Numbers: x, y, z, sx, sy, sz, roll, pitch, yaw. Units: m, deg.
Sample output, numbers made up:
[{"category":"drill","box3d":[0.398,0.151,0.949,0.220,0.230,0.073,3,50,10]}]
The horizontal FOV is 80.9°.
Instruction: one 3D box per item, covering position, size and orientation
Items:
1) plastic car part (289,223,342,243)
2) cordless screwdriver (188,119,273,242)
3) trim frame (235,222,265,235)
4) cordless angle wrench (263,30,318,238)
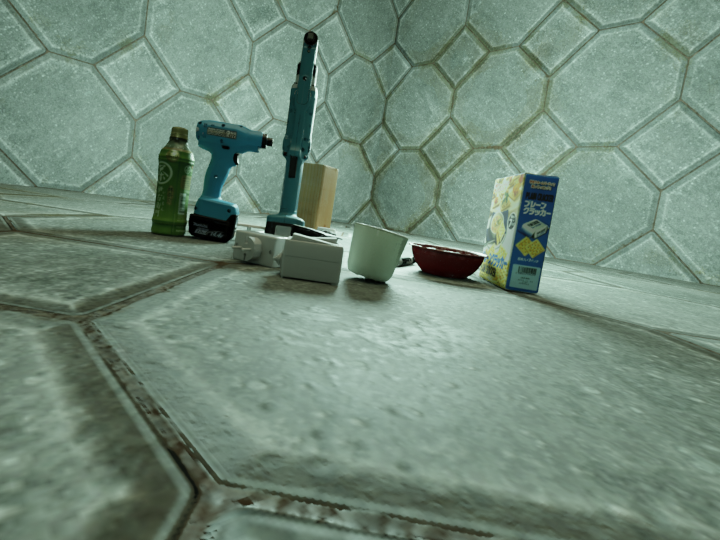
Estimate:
[{"category":"plastic car part","box3d":[-0.078,-0.051,0.802,0.068,0.067,0.200,9,7,9]},{"category":"cordless screwdriver","box3d":[-0.278,-0.185,0.899,0.157,0.247,0.075,8,5,-7]},{"category":"trim frame","box3d":[-0.305,-0.100,1.072,0.191,0.027,0.241,11,8,20]},{"category":"cordless angle wrench","box3d":[-0.124,-0.240,0.819,0.074,0.421,0.099,8,5,-4]}]
